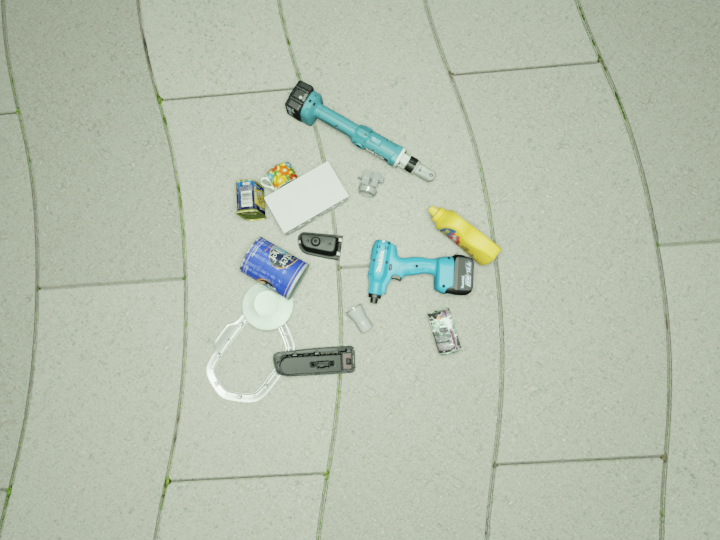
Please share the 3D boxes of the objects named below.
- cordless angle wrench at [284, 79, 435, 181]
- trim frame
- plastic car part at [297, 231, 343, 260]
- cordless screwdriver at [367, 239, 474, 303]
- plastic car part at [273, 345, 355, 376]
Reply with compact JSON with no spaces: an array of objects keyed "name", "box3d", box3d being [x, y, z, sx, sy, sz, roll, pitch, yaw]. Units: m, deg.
[{"name":"cordless angle wrench","box3d":[0.006,-0.343,1.088,0.425,0.097,0.074,31,89,2]},{"name":"trim frame","box3d":[-0.278,0.214,1.062,0.187,0.027,0.248,36,88,7]},{"name":"plastic car part","box3d":[-0.104,-0.068,1.067,0.117,0.070,0.066,9,84,-1]},{"name":"cordless screwdriver","box3d":[0.143,0.020,1.044,0.252,0.073,0.160,9,84,7]},{"name":"plastic car part","box3d":[-0.111,0.227,1.026,0.202,0.067,0.066,-2,94,-3]}]
